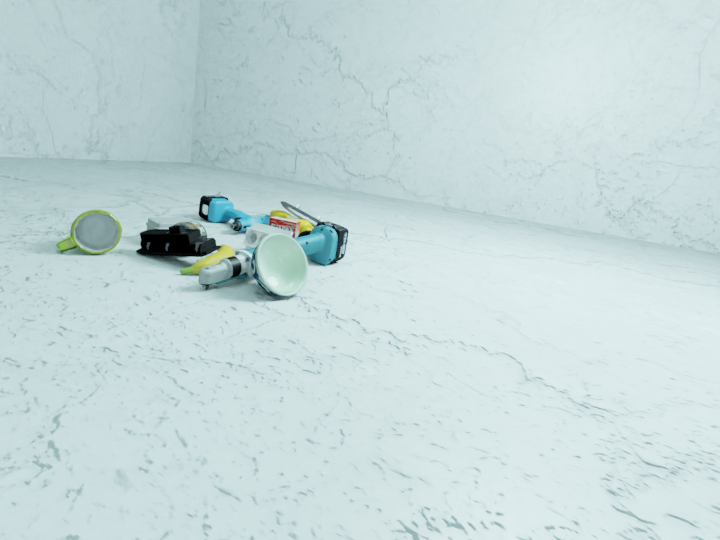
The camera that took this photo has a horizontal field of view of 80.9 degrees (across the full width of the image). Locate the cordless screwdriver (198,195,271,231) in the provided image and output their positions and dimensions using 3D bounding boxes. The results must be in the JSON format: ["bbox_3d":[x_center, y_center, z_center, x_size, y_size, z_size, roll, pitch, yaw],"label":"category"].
[{"bbox_3d":[-0.413,-0.172,1.324,0.261,0.073,0.153,21,19,29],"label":"cordless screwdriver"}]

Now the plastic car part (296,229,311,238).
[{"bbox_3d":[-0.113,-0.074,1.154,0.120,0.066,0.068,9,-1,18],"label":"plastic car part"}]

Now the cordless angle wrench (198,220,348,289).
[{"bbox_3d":[-0.174,-0.034,0.919,0.078,0.096,0.408,20,23,28],"label":"cordless angle wrench"}]

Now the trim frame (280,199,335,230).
[{"bbox_3d":[-0.143,-0.153,1.298,0.257,0.027,0.178,28,-6,17],"label":"trim frame"}]

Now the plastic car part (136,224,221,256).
[{"bbox_3d":[-0.403,-0.062,0.907,0.210,0.065,0.066,-1,26,24],"label":"plastic car part"}]
